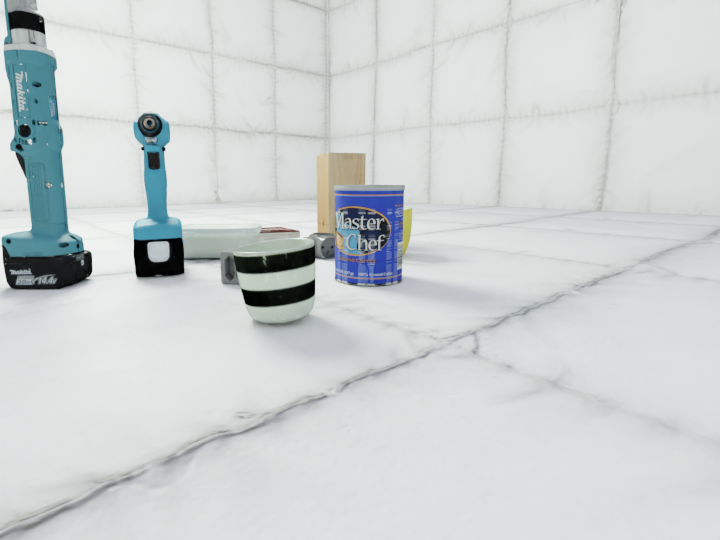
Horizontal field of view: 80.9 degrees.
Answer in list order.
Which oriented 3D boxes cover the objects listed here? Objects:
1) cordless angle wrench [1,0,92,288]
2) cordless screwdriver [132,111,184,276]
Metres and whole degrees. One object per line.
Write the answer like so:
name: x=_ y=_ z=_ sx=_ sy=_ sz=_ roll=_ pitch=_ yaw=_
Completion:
cordless angle wrench: x=-0.446 y=-0.188 z=0.583 sx=0.098 sy=0.419 sz=0.075 roll=0 pitch=9 yaw=0
cordless screwdriver: x=-0.314 y=-0.114 z=0.648 sx=0.072 sy=0.246 sz=0.166 roll=-3 pitch=10 yaw=-23
